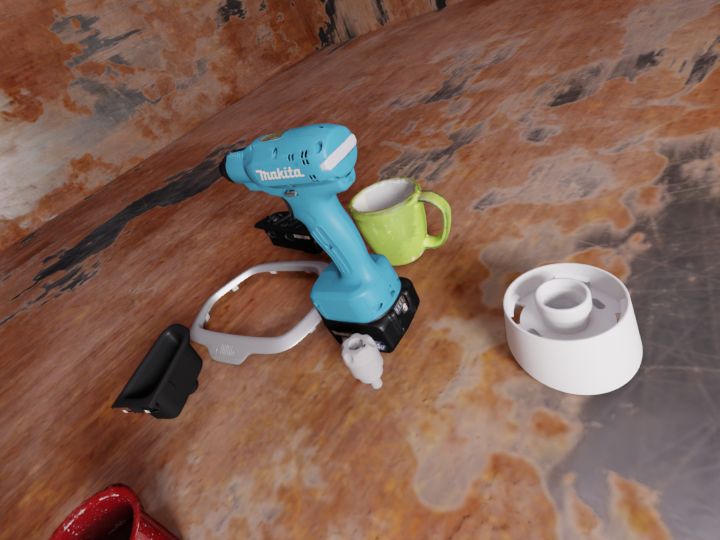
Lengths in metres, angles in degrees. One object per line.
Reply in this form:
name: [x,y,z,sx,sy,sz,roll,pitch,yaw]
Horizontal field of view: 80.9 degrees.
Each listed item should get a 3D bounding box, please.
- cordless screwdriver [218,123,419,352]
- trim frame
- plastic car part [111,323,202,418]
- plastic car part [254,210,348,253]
cordless screwdriver: [-0.043,-0.028,0.442,0.167,0.238,0.074,4,42,39]
trim frame: [-0.141,0.050,0.597,0.260,0.026,0.184,0,42,35]
plastic car part: [-0.228,0.130,0.512,0.068,0.068,0.118,-11,36,24]
plastic car part: [-0.098,-0.064,0.686,0.214,0.064,0.065,16,51,46]
